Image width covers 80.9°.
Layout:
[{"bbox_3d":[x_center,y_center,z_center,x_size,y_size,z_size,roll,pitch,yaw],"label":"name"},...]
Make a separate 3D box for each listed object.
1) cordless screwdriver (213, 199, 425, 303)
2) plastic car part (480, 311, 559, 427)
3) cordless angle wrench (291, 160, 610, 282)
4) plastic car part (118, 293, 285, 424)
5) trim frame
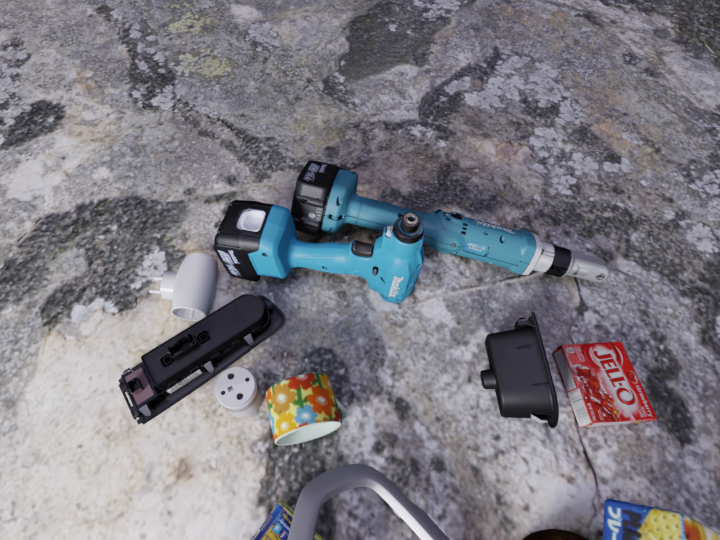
[{"bbox_3d":[-0.050,-0.033,0.511,0.253,0.154,0.075,11,60,7],"label":"cordless screwdriver"},{"bbox_3d":[0.174,0.115,0.483,0.072,0.063,0.119,-6,62,12],"label":"plastic car part"},{"bbox_3d":[0.119,-0.052,0.569,0.426,0.073,0.099,15,35,4],"label":"cordless angle wrench"},{"bbox_3d":[-0.185,0.086,0.496,0.199,0.065,0.070,-31,59,-21],"label":"plastic car part"},{"bbox_3d":[0.040,0.278,0.343,0.259,0.027,0.178,40,33,22],"label":"trim frame"}]
